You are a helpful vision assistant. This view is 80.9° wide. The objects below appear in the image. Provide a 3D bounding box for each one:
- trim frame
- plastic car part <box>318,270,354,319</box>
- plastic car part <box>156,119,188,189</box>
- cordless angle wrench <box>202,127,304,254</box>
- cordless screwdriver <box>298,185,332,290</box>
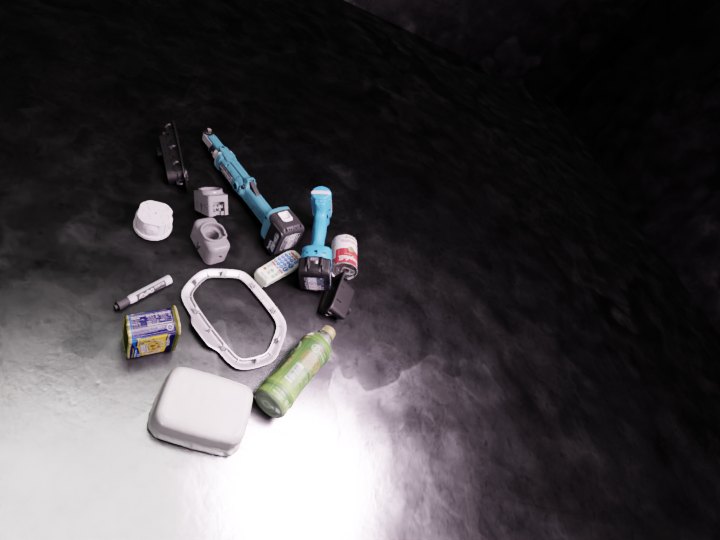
[{"bbox_3d":[-0.261,0.091,0.883,0.255,0.027,0.179,48,47,12],"label":"trim frame"},{"bbox_3d":[-0.050,0.072,1.004,0.068,0.067,0.118,36,45,-22],"label":"plastic car part"},{"bbox_3d":[-0.473,-0.288,1.063,0.065,0.066,0.211,-12,60,-27],"label":"plastic car part"},{"bbox_3d":[-0.302,-0.223,1.095,0.072,0.097,0.440,-19,60,-41],"label":"cordless angle wrench"},{"bbox_3d":[-0.103,-0.067,1.051,0.075,0.155,0.255,2,62,0],"label":"cordless screwdriver"}]
